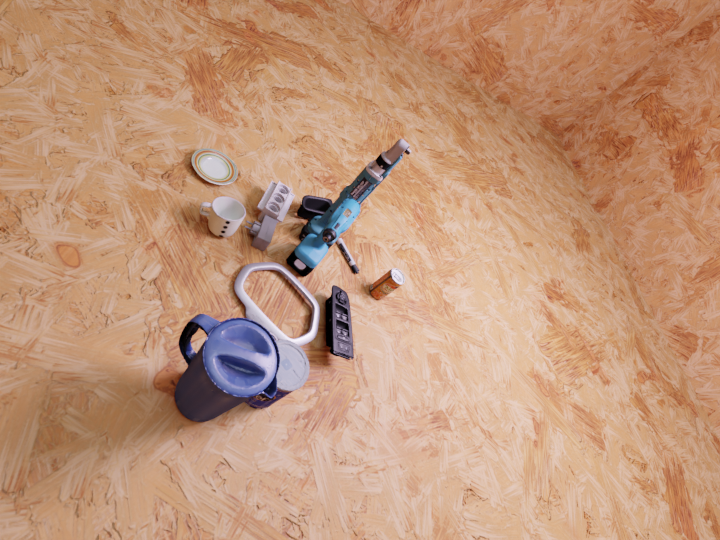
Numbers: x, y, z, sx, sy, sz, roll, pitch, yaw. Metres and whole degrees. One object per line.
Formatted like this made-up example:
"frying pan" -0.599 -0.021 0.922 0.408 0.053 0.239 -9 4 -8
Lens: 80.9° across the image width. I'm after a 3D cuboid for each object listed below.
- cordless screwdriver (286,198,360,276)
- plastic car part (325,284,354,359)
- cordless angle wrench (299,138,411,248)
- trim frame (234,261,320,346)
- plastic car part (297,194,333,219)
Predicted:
"cordless screwdriver" -0.105 -0.069 1.073 0.073 0.252 0.159 41 44 -8
"plastic car part" -0.059 0.134 1.084 0.063 0.068 0.209 20 48 -26
"cordless angle wrench" -0.020 -0.190 1.100 0.097 0.428 0.074 41 44 -8
"trim frame" -0.203 0.079 1.050 0.250 0.028 0.181 45 43 2
"plastic car part" -0.142 -0.179 1.262 0.111 0.072 0.068 5 57 -35
